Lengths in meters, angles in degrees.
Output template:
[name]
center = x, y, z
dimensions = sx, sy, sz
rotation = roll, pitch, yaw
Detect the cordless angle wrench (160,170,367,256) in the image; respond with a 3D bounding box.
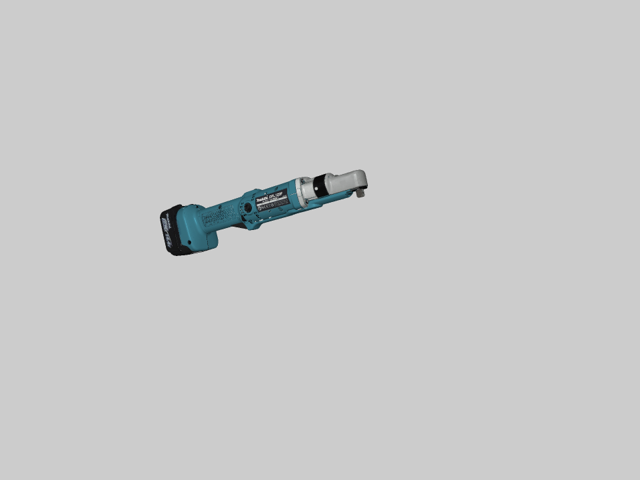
[cordless angle wrench]
center = -0.110, -0.055, 0.740
dimensions = 0.424, 0.098, 0.074
rotation = -13, -1, 31
